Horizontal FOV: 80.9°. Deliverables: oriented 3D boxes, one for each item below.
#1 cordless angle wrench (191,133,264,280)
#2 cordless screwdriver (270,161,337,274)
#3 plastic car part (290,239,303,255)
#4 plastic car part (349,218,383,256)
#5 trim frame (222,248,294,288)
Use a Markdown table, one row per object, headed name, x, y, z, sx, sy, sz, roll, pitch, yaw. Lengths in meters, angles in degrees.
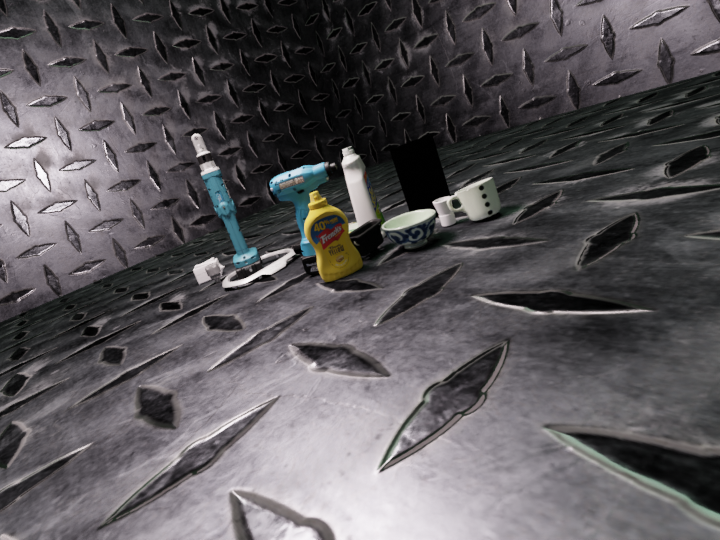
| name | x | y | z | sx | sy | sz | roll | pitch | yaw |
| --- | --- | --- | --- | --- | --- | --- | --- | --- | --- |
| cordless angle wrench | -0.375 | -0.173 | 1.172 | 0.074 | 0.415 | 0.100 | -21 | 12 | -7 |
| cordless screwdriver | -0.097 | -0.123 | 0.987 | 0.162 | 0.244 | 0.074 | -16 | 13 | 15 |
| plastic car part | -0.114 | -0.075 | 1.166 | 0.068 | 0.065 | 0.201 | -13 | 17 | 25 |
| plastic car part | 0.017 | -0.070 | 0.992 | 0.069 | 0.069 | 0.114 | -4 | 22 | 48 |
| trim frame | -0.293 | -0.007 | 1.232 | 0.193 | 0.027 | 0.242 | -2 | 24 | 47 |
